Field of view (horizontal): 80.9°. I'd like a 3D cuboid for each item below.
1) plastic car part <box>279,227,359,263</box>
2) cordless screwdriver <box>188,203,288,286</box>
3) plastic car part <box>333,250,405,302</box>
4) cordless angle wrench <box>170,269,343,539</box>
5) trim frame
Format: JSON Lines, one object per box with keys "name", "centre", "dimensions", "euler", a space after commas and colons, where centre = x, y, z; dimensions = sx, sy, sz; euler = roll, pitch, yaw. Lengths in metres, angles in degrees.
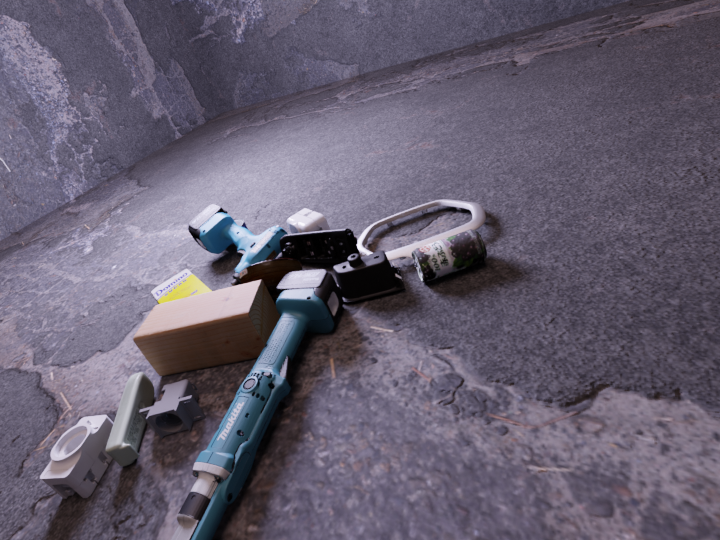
{"name": "plastic car part", "centre": [-0.081, -0.053, 0.825], "dimensions": [0.212, 0.064, 0.066], "euler": [-3, 29, 40]}
{"name": "cordless screwdriver", "centre": [-0.292, -0.056, 0.944], "dimensions": [0.262, 0.071, 0.158], "euler": [20, 60, 34]}
{"name": "plastic car part", "centre": [0.006, 0.004, 0.694], "dimensions": [0.118, 0.068, 0.068], "euler": [-14, 28, 8]}
{"name": "cordless angle wrench", "centre": [-0.129, 0.162, 0.545], "dimensions": [0.101, 0.071, 0.426], "euler": [-6, 37, 25]}
{"name": "trim frame", "centre": [0.105, -0.074, 0.785], "dimensions": [0.249, 0.026, 0.190], "euler": [-19, 28, 2]}
